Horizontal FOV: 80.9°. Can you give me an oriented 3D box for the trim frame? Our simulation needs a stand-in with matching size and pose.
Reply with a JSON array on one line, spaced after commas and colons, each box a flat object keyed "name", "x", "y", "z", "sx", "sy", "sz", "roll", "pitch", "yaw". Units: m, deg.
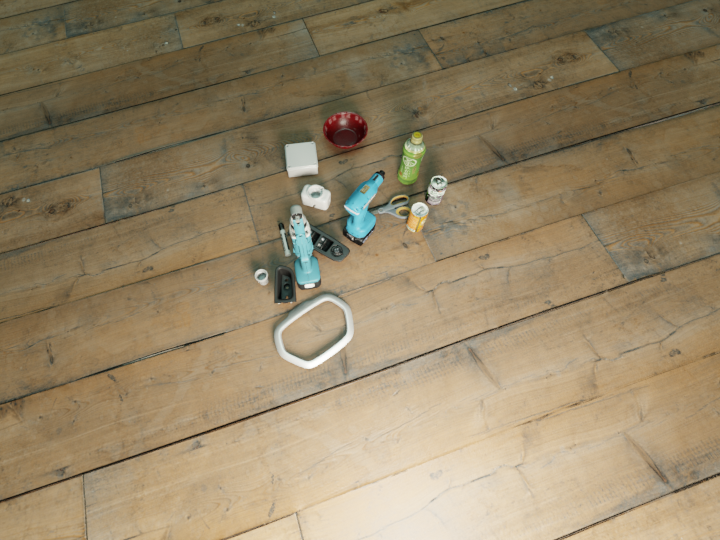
[{"name": "trim frame", "x": -0.134, "y": 0.173, "z": 1.241, "sx": 0.246, "sy": 0.027, "sz": 0.191, "roll": -36, "pitch": 69, "yaw": -13}]

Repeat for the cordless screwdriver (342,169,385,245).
[{"name": "cordless screwdriver", "x": 0.014, "y": -0.188, "z": 1.282, "sx": 0.076, "sy": 0.243, "sz": 0.158, "roll": 34, "pitch": 70, "yaw": 12}]

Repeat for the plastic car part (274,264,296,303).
[{"name": "plastic car part", "x": -0.226, "y": 0.050, "z": 1.279, "sx": 0.066, "sy": 0.069, "sz": 0.120, "roll": -4, "pitch": 66, "yaw": -2}]

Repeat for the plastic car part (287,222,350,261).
[{"name": "plastic car part", "x": -0.131, "y": -0.086, "z": 1.339, "sx": 0.209, "sy": 0.065, "sz": 0.066, "roll": 29, "pitch": 69, "yaw": 14}]

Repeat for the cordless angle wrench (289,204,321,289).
[{"name": "cordless angle wrench", "x": -0.155, "y": -0.061, "z": 1.138, "sx": 0.074, "sy": 0.413, "sz": 0.101, "roll": -9, "pitch": 68, "yaw": -6}]
